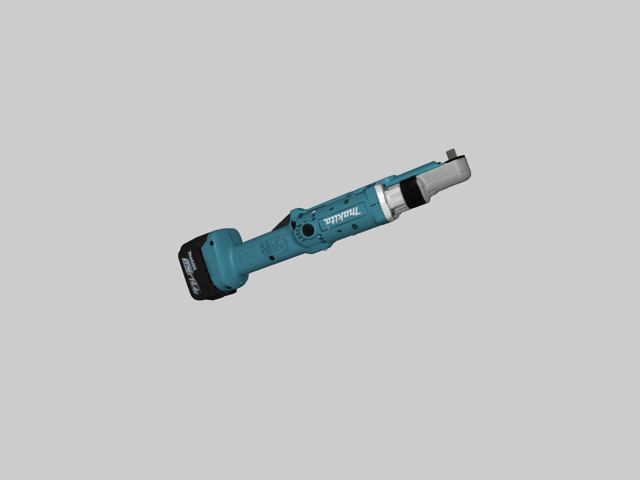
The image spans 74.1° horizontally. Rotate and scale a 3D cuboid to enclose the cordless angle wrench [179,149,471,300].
[{"bbox_3d":[-0.008,-0.016,0.579,0.424,0.098,0.074,-20,-3,24],"label":"cordless angle wrench"}]
